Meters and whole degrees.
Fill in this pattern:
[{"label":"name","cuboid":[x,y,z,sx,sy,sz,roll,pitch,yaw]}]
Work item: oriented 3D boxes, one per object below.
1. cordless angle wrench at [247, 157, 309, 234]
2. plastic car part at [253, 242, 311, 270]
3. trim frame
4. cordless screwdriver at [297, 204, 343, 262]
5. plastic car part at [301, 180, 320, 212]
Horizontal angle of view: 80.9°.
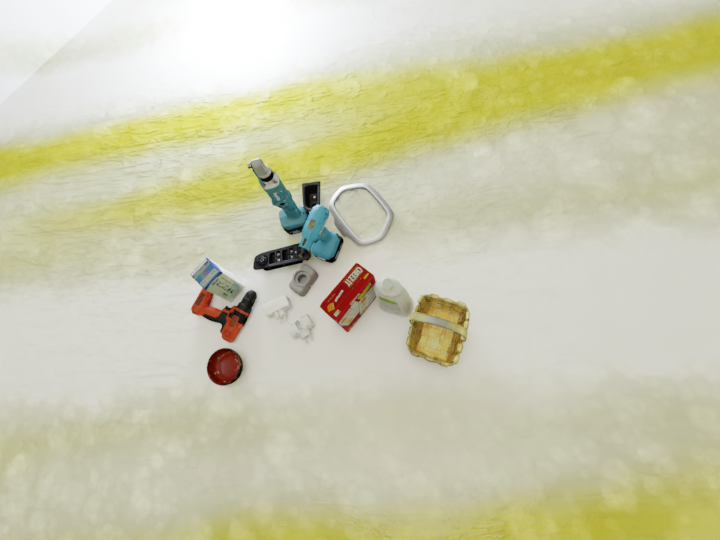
[{"label":"cordless angle wrench","cuboid":[-0.243,-0.224,1.287,0.099,0.408,0.076,-14,72,4]},{"label":"plastic car part","cuboid":[-0.260,-0.041,1.411,0.205,0.064,0.068,-11,70,8]},{"label":"trim frame","cuboid":[-0.001,-0.193,1.427,0.184,0.026,0.258,-37,67,-2]},{"label":"cordless screwdriver","cuboid":[-0.127,-0.083,1.301,0.077,0.240,0.160,19,76,14]},{"label":"plastic car part","cuboid":[-0.163,-0.239,1.458,0.067,0.068,0.119,-7,70,8]}]
